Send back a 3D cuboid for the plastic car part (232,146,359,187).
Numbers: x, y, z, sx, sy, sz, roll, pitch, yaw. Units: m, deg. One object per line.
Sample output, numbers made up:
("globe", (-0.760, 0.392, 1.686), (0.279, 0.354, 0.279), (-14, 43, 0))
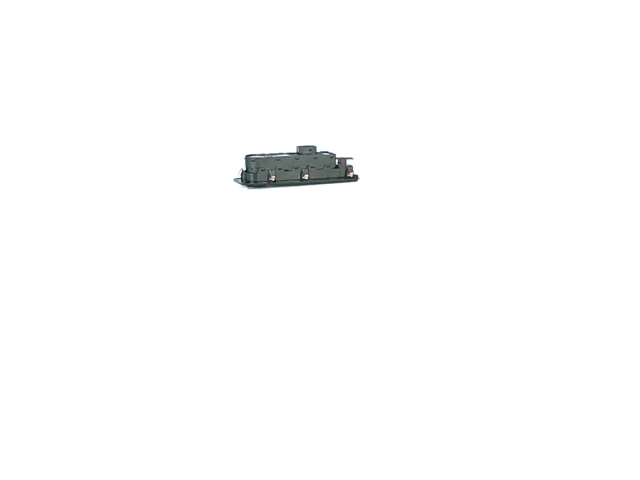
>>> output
("plastic car part", (-0.039, -0.116, 0.683), (0.202, 0.067, 0.066), (-10, 29, -21))
